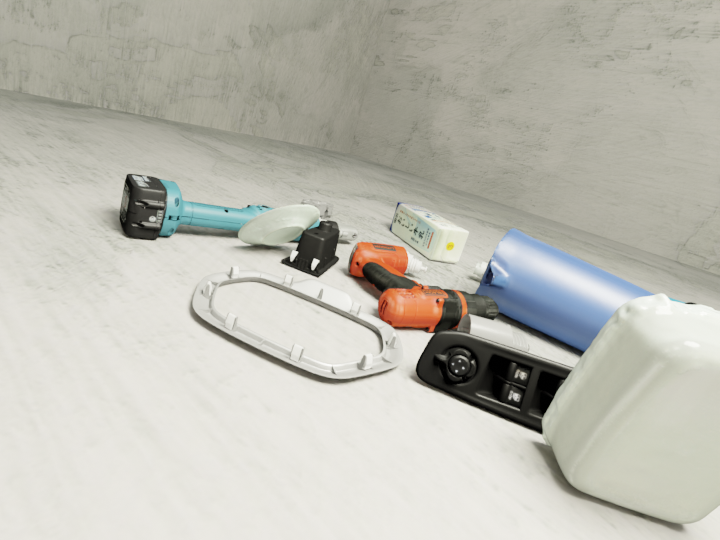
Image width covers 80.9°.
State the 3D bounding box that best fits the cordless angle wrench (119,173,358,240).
[{"bbox_3d":[-0.171,-0.084,0.718,0.403,0.074,0.104,4,21,-36],"label":"cordless angle wrench"}]

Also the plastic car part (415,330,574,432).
[{"bbox_3d":[0.158,0.109,0.415,0.206,0.066,0.066,18,8,8],"label":"plastic car part"}]

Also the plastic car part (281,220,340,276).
[{"bbox_3d":[-0.066,-0.043,0.672,0.068,0.070,0.115,21,22,12],"label":"plastic car part"}]

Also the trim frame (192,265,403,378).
[{"bbox_3d":[-0.071,0.047,0.475,0.257,0.027,0.180,19,18,17],"label":"trim frame"}]

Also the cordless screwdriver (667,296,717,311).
[{"bbox_3d":[0.491,0.064,0.790,0.152,0.073,0.263,0,20,-38],"label":"cordless screwdriver"}]
